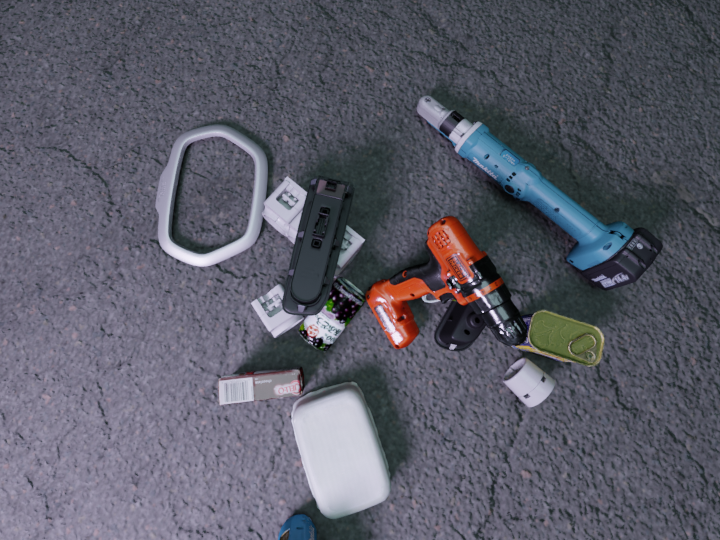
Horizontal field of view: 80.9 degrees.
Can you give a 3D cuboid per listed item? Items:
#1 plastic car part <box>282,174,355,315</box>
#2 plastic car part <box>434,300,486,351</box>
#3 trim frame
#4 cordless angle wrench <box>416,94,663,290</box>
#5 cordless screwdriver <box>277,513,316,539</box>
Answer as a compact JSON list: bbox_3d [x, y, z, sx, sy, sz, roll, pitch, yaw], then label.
[{"bbox_3d":[-0.056,-0.037,0.573,0.066,0.067,0.204,14,80,-7],"label":"plastic car part"},{"bbox_3d":[0.166,0.070,0.634,0.067,0.070,0.116,34,76,4],"label":"plastic car part"},{"bbox_3d":[-0.248,-0.128,0.701,0.184,0.027,0.251,3,79,0],"label":"trim frame"},{"bbox_3d":[0.255,-0.145,0.676,0.433,0.096,0.074,44,76,12],"label":"cordless angle wrench"},{"bbox_3d":[-0.014,0.432,0.508,0.074,0.158,0.252,-40,84,-10],"label":"cordless screwdriver"}]
